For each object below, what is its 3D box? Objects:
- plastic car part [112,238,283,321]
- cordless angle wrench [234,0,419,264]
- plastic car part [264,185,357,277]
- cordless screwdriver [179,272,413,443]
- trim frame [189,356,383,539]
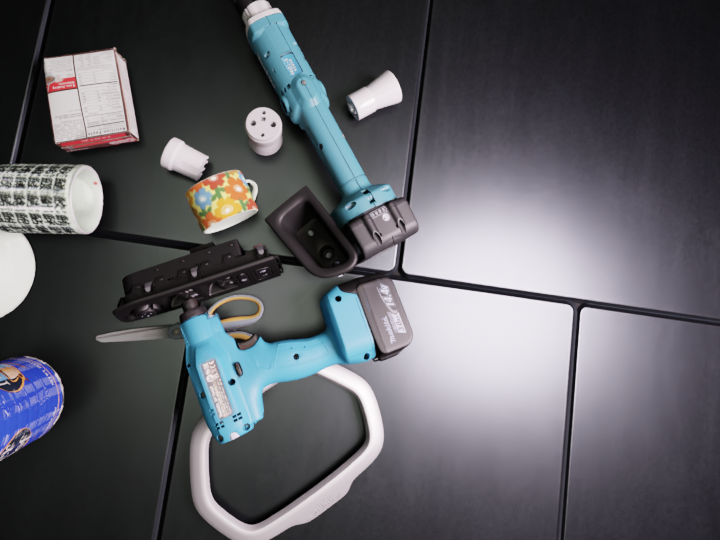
[{"bbox_3d":[-0.199,0.007,0.505,0.201,0.065,0.068,-23,80,-7],"label":"plastic car part"},{"bbox_3d":[-0.070,-0.211,0.524,0.073,0.098,0.427,-27,84,-12],"label":"cordless angle wrench"},{"bbox_3d":[-0.050,-0.033,0.513,0.066,0.068,0.120,-40,73,0],"label":"plastic car part"},{"bbox_3d":[-0.078,0.069,0.491,0.246,0.074,0.162,-23,78,-11],"label":"cordless screwdriver"},{"bbox_3d":[-0.090,0.214,0.512,0.247,0.027,0.185,-35,87,-9],"label":"trim frame"}]
